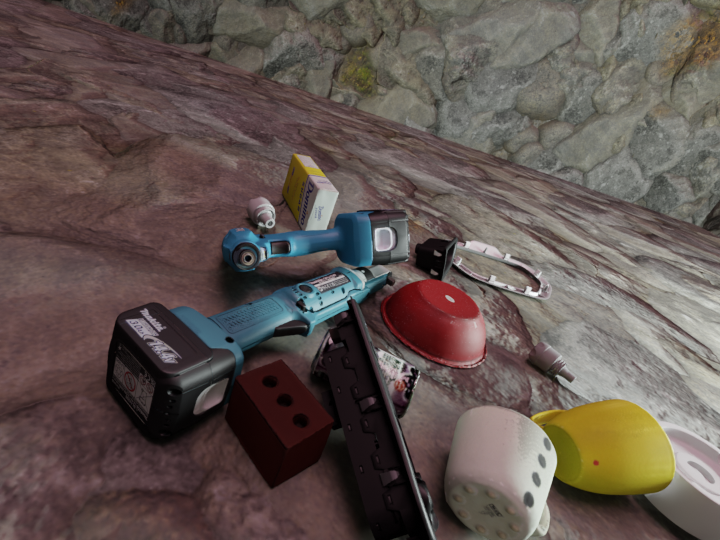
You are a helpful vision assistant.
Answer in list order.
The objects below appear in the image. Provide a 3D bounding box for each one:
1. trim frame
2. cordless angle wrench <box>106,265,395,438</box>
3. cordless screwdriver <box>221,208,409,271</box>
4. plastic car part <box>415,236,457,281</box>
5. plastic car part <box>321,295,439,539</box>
[{"bbox_3d":[0.280,-0.010,0.877,0.247,0.027,0.188,15,26,-5],"label":"trim frame"},{"bbox_3d":[-0.073,0.045,0.500,0.102,0.073,0.408,32,27,23],"label":"cordless angle wrench"},{"bbox_3d":[-0.054,-0.035,0.554,0.243,0.073,0.164,-7,10,-15],"label":"cordless screwdriver"},{"bbox_3d":[0.137,-0.032,0.795,0.073,0.065,0.114,13,22,18],"label":"plastic car part"},{"bbox_3d":[0.007,0.126,0.357,0.066,0.064,0.212,-20,56,-7],"label":"plastic car part"}]
